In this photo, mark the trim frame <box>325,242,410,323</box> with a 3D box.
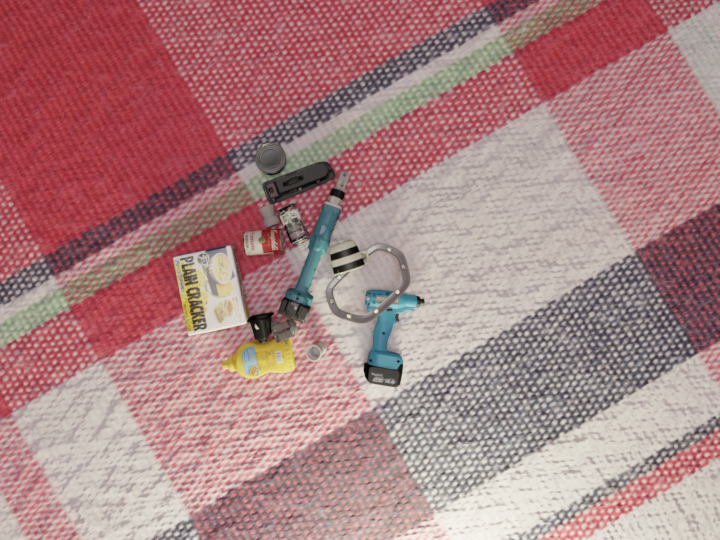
[{"bbox_3d":[0.018,0.030,1.129,0.248,0.026,0.194,-42,58,-2],"label":"trim frame"}]

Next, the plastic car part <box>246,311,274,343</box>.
[{"bbox_3d":[-0.261,0.153,1.111,0.066,0.117,0.070,-10,95,-4],"label":"plastic car part"}]

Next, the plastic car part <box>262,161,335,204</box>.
[{"bbox_3d":[-0.169,-0.251,1.160,0.202,0.066,0.067,-21,83,-4],"label":"plastic car part"}]

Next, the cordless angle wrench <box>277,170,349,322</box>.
[{"bbox_3d":[-0.111,-0.073,1.138,0.075,0.097,0.424,20,84,0],"label":"cordless angle wrench"}]

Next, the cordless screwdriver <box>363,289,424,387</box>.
[{"bbox_3d":[0.088,0.179,1.134,0.159,0.074,0.250,4,84,-1],"label":"cordless screwdriver"}]
